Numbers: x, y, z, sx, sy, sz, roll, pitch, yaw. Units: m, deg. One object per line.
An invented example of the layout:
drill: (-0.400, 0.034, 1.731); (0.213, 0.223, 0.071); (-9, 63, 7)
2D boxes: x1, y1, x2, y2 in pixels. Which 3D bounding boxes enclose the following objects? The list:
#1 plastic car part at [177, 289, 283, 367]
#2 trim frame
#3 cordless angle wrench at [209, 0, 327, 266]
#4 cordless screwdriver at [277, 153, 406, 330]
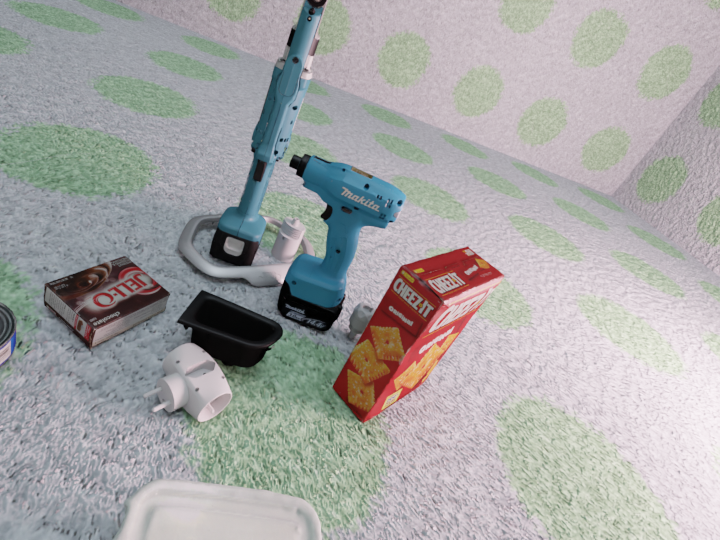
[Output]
plastic car part: (-0.162, 0.085, 0.522); (0.116, 0.070, 0.067); (24, 31, -2)
trim frame: (-0.192, -0.043, 0.738); (0.237, 0.027, 0.194); (-5, 41, -39)
cordless angle wrench: (-0.133, -0.193, 0.626); (0.073, 0.420, 0.100); (21, 31, -12)
cordless screwdriver: (-0.060, -0.039, 0.610); (0.159, 0.247, 0.075); (26, 30, -2)
